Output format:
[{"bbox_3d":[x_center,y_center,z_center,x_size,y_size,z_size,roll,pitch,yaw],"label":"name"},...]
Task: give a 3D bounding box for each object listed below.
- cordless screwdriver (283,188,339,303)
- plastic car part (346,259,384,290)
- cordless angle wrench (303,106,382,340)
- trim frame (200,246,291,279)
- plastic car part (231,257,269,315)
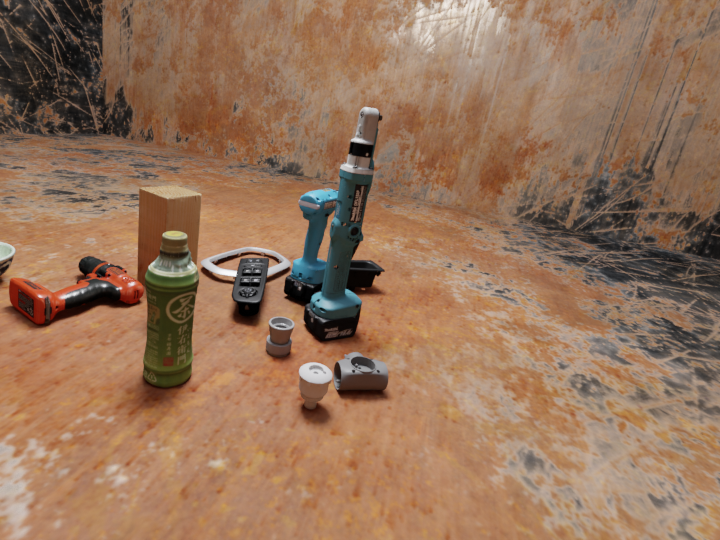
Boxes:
[{"bbox_3d":[-0.092,-0.060,0.946,0.077,0.245,0.155,18,20,20],"label":"cordless screwdriver"},{"bbox_3d":[-0.011,0.014,1.036,0.112,0.070,0.069,-1,22,-29],"label":"plastic car part"},{"bbox_3d":[-0.024,-0.077,0.769,0.094,0.417,0.078,-1,21,-33],"label":"cordless angle wrench"},{"bbox_3d":[-0.286,-0.020,1.072,0.191,0.027,0.243,17,21,20],"label":"trim frame"},{"bbox_3d":[-0.232,0.034,0.889,0.065,0.066,0.209,6,20,-11],"label":"plastic car part"}]
